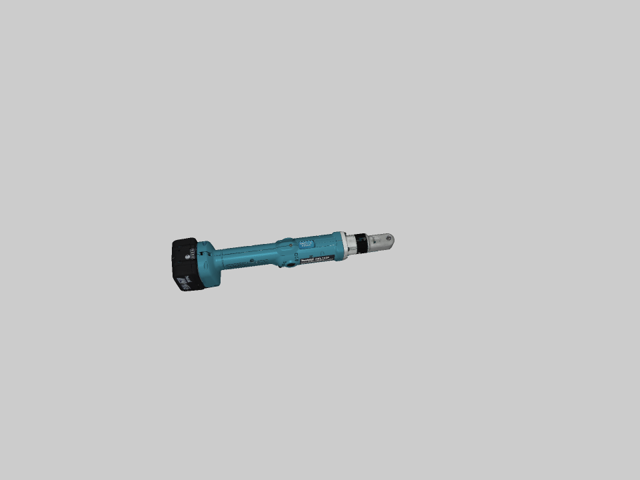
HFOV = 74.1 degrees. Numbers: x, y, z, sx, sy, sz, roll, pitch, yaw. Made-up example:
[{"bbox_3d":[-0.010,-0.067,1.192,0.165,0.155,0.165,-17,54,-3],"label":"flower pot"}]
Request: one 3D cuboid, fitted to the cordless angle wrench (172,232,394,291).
[{"bbox_3d":[-0.062,0.025,0.819,0.423,0.074,0.098,-7,-27,-7],"label":"cordless angle wrench"}]
